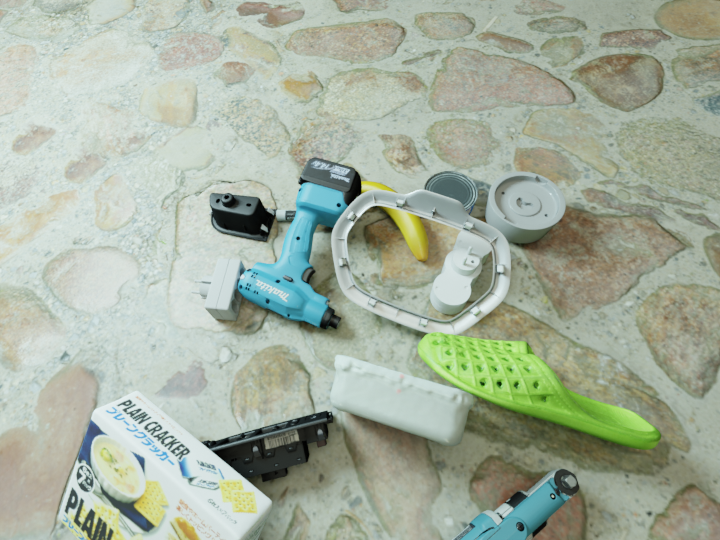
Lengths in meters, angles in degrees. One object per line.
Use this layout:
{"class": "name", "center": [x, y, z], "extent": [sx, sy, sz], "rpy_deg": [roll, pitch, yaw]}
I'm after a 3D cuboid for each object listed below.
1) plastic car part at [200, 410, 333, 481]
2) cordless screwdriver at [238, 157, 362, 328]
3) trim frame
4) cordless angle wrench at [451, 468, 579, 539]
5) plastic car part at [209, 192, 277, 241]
{"class": "plastic car part", "center": [-0.130, 0.226, 0.528], "extent": [0.203, 0.066, 0.067], "rpy_deg": [-10, 86, -1]}
{"class": "cordless screwdriver", "center": [-0.064, -0.042, 0.650], "extent": [0.163, 0.072, 0.249], "rpy_deg": [22, 75, 12]}
{"class": "trim frame", "center": [0.077, -0.016, 0.581], "extent": [0.255, 0.027, 0.184], "rpy_deg": [21, 92, 13]}
{"class": "cordless angle wrench", "center": [0.066, 0.338, 0.429], "extent": [0.417, 0.095, 0.078], "rpy_deg": [-30, 64, -16]}
{"class": "plastic car part", "center": [-0.209, -0.101, 0.712], "extent": [0.118, 0.069, 0.067], "rpy_deg": [11, 61, 8]}
